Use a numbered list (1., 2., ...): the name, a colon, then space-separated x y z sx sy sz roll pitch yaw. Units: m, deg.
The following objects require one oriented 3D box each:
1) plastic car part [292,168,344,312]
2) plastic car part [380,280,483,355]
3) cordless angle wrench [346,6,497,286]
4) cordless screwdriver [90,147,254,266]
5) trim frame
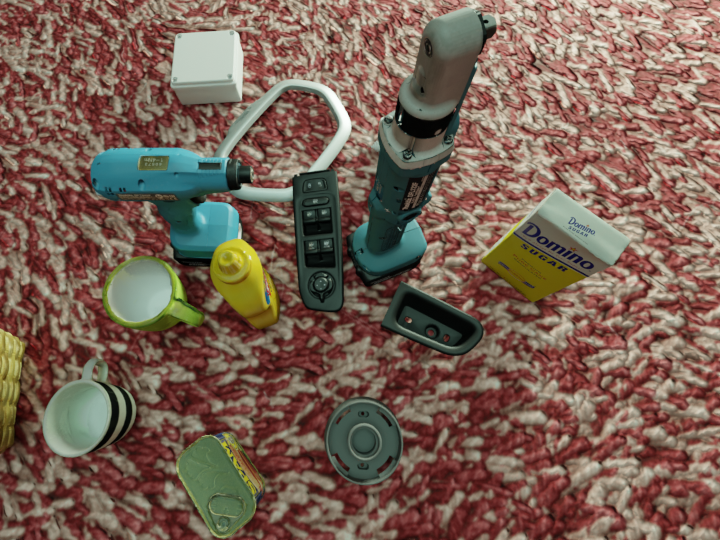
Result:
1. plastic car part: -0.059 -0.038 0.600 0.066 0.066 0.207 -5 72 -1
2. plastic car part: 0.090 0.073 0.553 0.119 0.069 0.066 25 75 9
3. cordless angle wrench: 0.040 -0.076 0.424 0.097 0.415 0.076 -21 76 -8
4. cordless screwdriver: -0.193 -0.071 0.524 0.160 0.244 0.076 1 74 -1
5. trim frame: -0.126 -0.212 0.682 0.189 0.027 0.248 31 76 12
